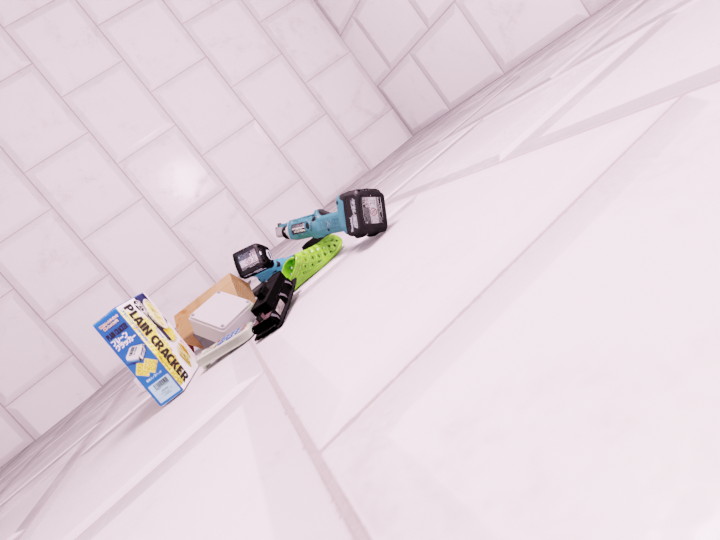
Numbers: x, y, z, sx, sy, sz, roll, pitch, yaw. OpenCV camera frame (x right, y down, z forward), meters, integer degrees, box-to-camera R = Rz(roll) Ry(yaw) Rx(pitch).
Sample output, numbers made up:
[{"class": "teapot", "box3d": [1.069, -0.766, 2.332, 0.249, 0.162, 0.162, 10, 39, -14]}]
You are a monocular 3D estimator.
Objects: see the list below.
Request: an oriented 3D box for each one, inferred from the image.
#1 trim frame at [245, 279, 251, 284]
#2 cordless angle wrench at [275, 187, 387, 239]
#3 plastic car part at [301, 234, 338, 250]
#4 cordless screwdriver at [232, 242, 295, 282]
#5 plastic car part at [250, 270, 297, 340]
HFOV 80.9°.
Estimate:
[{"class": "trim frame", "box3d": [-0.445, 0.120, 1.400, 0.249, 0.027, 0.185, -46, 7, 5]}, {"class": "cordless angle wrench", "box3d": [-0.103, -0.110, 1.011, 0.071, 0.098, 0.441, -7, 2, -35]}, {"class": "plastic car part", "box3d": [-0.112, -0.073, 1.143, 0.118, 0.070, 0.066, -37, 10, 22]}, {"class": "cordless screwdriver", "box3d": [-0.271, -0.025, 1.268, 0.160, 0.076, 0.243, -23, -9, 4]}, {"class": "plastic car part", "box3d": [-0.177, 0.057, 0.848, 0.067, 0.066, 0.205, -41, 13, 18]}]
